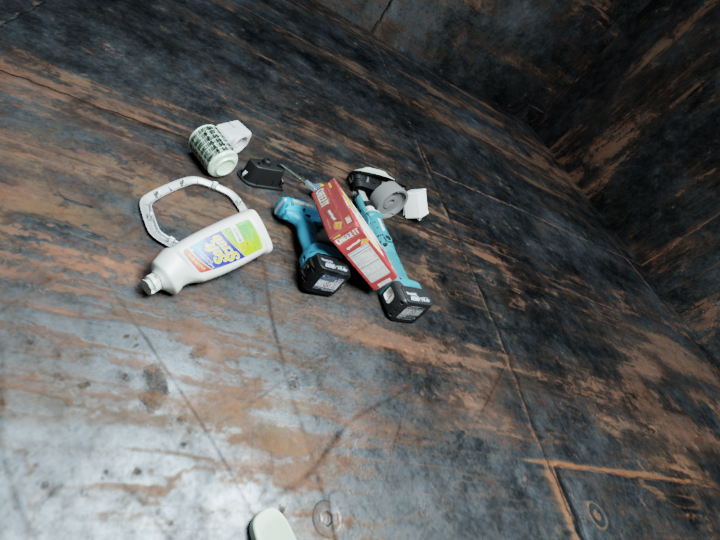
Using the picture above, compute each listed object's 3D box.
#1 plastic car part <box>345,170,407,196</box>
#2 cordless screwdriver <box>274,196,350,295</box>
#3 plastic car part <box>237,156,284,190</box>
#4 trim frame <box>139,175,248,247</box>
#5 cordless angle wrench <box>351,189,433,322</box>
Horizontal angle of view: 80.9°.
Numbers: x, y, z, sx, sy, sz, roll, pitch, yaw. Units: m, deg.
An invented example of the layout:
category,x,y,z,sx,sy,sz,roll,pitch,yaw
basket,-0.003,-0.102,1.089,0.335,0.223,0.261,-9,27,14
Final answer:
category,x,y,z,sx,sy,sz,roll,pitch,yaw
plastic car part,0.044,-0.247,1.281,0.194,0.068,0.068,16,69,-28
cordless screwdriver,-0.094,-0.061,0.959,0.151,0.075,0.261,12,39,-40
plastic car part,-0.236,-0.246,1.044,0.111,0.071,0.069,1,50,-43
trim frame,-0.333,-0.121,0.871,0.185,0.028,0.246,39,35,2
cordless angle wrench,0.055,-0.065,1.086,0.093,0.074,0.442,11,42,-32
